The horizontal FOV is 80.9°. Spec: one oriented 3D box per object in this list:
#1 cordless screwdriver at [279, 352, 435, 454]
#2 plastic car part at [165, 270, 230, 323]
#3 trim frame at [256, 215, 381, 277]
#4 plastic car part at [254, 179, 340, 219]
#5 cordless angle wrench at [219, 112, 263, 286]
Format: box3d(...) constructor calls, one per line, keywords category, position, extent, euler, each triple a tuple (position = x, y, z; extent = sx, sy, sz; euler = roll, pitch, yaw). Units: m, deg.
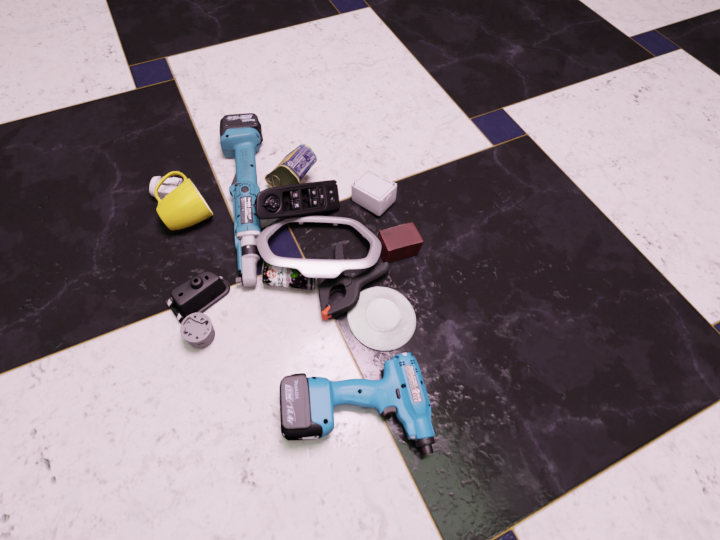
box3d(category="cordless screwdriver", position=(-0.006, 0.232, 0.689), extent=(0.245, 0.073, 0.165), euler=(-7, 61, -10))
box3d(category="plastic car part", position=(-0.309, 0.038, 0.796), extent=(0.115, 0.069, 0.068), euler=(-37, 71, -18))
box3d(category="trim frame", position=(-0.082, -0.054, 0.840), extent=(0.246, 0.027, 0.191), euler=(1, 39, -6))
box3d(category="plastic car part", position=(-0.139, -0.150, 0.888), extent=(0.195, 0.065, 0.071), euler=(-17, 22, -39))
box3d(category="cordless angle wrench", position=(-0.249, -0.161, 0.916), extent=(0.097, 0.073, 0.437), euler=(-7, 62, -7))
